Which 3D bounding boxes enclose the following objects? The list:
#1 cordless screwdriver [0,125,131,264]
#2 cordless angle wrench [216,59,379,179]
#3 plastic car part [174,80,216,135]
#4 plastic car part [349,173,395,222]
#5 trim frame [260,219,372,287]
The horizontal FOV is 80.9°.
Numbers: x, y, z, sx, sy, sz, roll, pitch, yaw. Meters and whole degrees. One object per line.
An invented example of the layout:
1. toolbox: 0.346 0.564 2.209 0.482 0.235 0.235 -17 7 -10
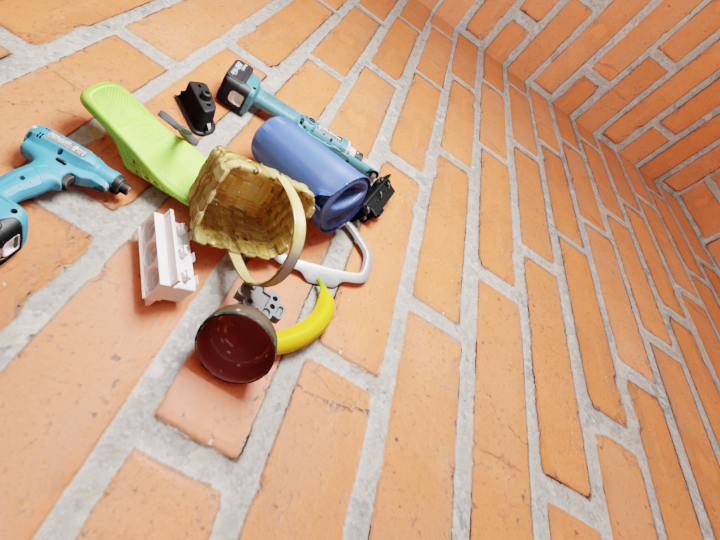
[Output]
1. cordless screwdriver: -0.445 -0.097 0.581 0.155 0.075 0.253 28 40 -14
2. cordless angle wrench: -0.129 -0.336 1.001 0.410 0.075 0.100 29 45 -16
3. plastic car part: -0.326 -0.341 0.865 0.063 0.071 0.121 -11 61 -40
4. plastic car part: 0.034 -0.164 0.975 0.066 0.068 0.203 45 42 -13
5. trim frame: -0.081 -0.053 0.831 0.238 0.028 0.191 15 48 -27
